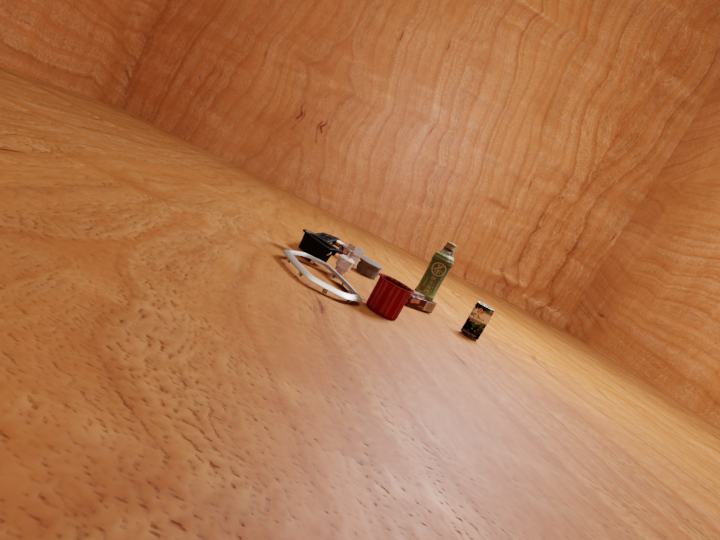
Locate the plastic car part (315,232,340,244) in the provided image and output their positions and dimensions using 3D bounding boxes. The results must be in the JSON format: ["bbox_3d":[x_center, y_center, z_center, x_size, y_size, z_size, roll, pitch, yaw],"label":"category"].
[{"bbox_3d":[-0.130,-0.085,1.327,0.068,0.067,0.199,29,9,9],"label":"plastic car part"}]

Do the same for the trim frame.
[{"bbox_3d":[-0.093,0.011,1.017,0.174,0.027,0.262,20,11,-36],"label":"trim frame"}]

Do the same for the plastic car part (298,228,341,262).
[{"bbox_3d":[-0.124,-0.058,1.177,0.122,0.071,0.063,32,9,27],"label":"plastic car part"}]
